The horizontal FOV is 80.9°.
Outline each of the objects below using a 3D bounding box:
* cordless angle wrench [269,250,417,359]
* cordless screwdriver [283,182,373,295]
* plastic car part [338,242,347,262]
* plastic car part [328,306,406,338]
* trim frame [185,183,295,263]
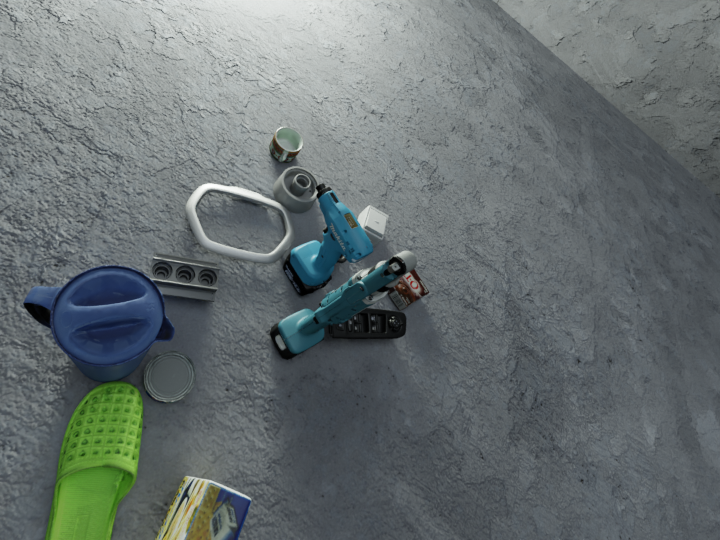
[{"bbox_3d":[-0.039,0.061,0.707,0.095,0.429,0.075,-25,83,-36],"label":"cordless angle wrench"},{"bbox_3d":[-0.083,-0.055,0.853,0.072,0.252,0.162,-24,81,-36],"label":"cordless screwdriver"},{"bbox_3d":[-0.052,-0.057,0.981,0.065,0.072,0.116,37,54,-9],"label":"plastic car part"},{"bbox_3d":[0.012,0.120,0.924,0.195,0.068,0.068,4,65,-26],"label":"plastic car part"},{"bbox_3d":[-0.259,-0.106,0.930,0.240,0.028,0.189,12,60,-21],"label":"trim frame"}]
